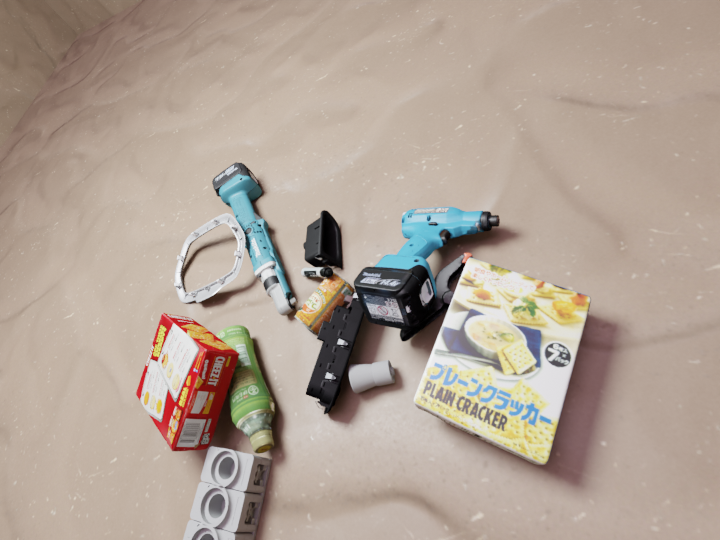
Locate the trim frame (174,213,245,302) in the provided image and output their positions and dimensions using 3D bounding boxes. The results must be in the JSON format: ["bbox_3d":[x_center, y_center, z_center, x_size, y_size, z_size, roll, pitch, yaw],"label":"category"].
[{"bbox_3d":[-0.338,-0.024,0.927,0.256,0.026,0.189,-21,65,30],"label":"trim frame"}]

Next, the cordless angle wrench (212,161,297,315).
[{"bbox_3d":[-0.226,-0.075,0.913,0.098,0.070,0.444,-34,53,6],"label":"cordless angle wrench"}]

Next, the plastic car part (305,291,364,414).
[{"bbox_3d":[-0.039,0.123,0.678,0.067,0.066,0.205,135,152,-67],"label":"plastic car part"}]

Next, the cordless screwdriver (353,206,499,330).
[{"bbox_3d":[0.105,-0.020,0.644,0.167,0.071,0.247,1,38,34],"label":"cordless screwdriver"}]

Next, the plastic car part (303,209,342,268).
[{"bbox_3d":[-0.081,-0.053,0.830,0.072,0.062,0.120,-28,47,28],"label":"plastic car part"}]
